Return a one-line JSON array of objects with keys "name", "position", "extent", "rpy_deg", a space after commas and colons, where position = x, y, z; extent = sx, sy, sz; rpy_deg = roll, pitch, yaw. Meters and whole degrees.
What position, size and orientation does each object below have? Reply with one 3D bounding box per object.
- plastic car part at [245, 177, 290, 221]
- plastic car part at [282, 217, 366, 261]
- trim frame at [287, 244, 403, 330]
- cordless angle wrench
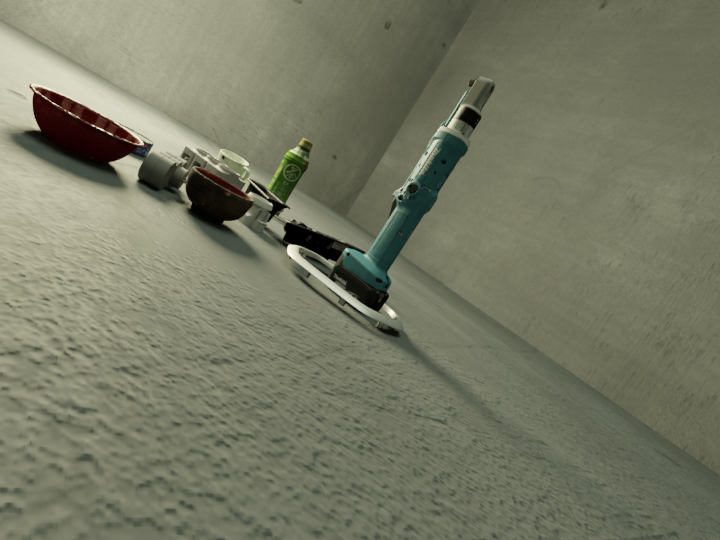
[{"name": "plastic car part", "position": [-0.220, -0.146, 0.924], "extent": [0.123, 0.071, 0.062], "rpy_deg": [38, 10, 39]}, {"name": "plastic car part", "position": [-0.087, -0.057, 0.894], "extent": [0.192, 0.067, 0.070], "rpy_deg": [26, 10, -37]}, {"name": "trim frame", "position": [-0.030, 0.027, 0.726], "extent": [0.258, 0.027, 0.177], "rpy_deg": [34, 8, 20]}, {"name": "cordless angle wrench", "position": [0.094, -0.126, 0.699], "extent": [0.103, 0.422, 0.070], "rpy_deg": [37, 9, 32]}]
